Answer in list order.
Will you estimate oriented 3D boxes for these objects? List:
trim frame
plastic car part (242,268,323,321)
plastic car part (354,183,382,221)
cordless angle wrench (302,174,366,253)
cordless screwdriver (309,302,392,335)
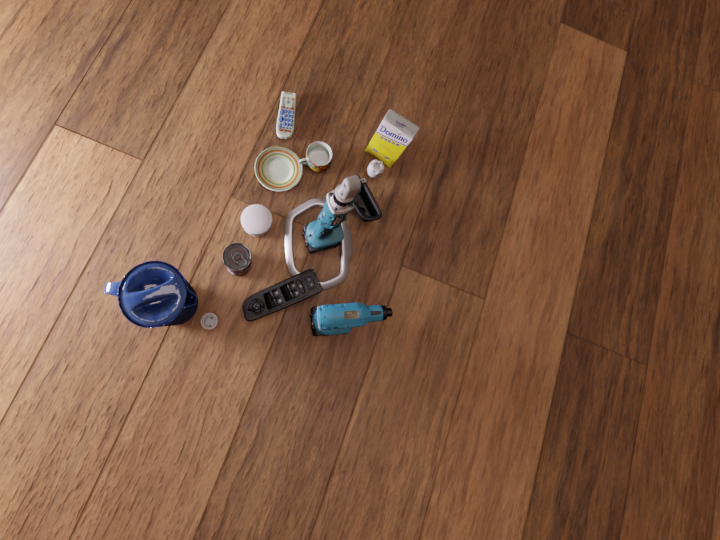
[{"bbox_3d":[-0.110,-0.072,1.128,0.182,0.027,0.252,-3,78,-8],"label":"trim frame"},{"bbox_3d":[-0.201,0.065,1.064,0.200,0.067,0.067,-24,84,-13],"label":"plastic car part"},{"bbox_3d":[0.004,-0.176,1.145,0.065,0.071,0.118,-27,83,-14],"label":"plastic car part"},{"bbox_3d":[-0.061,-0.121,0.941,0.096,0.425,0.075,-15,84,-15],"label":"cordless angle wrench"},{"bbox_3d":[-0.034,0.109,0.982,0.157,0.250,0.075,-3,81,-12],"label":"cordless screwdriver"}]
